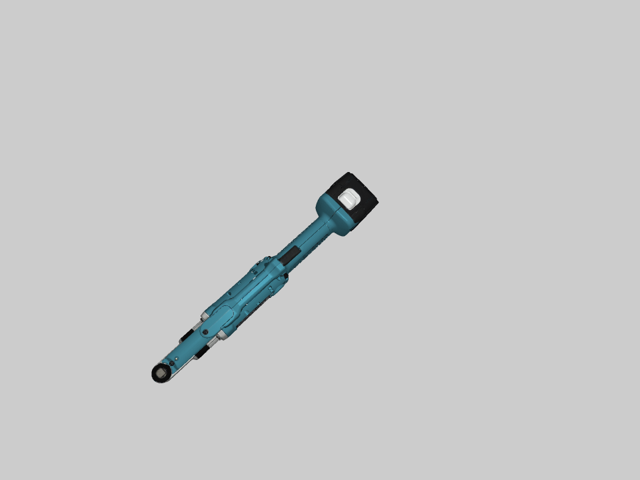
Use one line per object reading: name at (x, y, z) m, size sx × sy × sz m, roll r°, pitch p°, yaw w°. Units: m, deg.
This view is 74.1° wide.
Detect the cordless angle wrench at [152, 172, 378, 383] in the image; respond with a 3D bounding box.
cordless angle wrench at (-0.081, 0.057, 0.652) m, size 0.422 × 0.074 × 0.098 m, roll -43°, pitch -4°, yaw -19°
